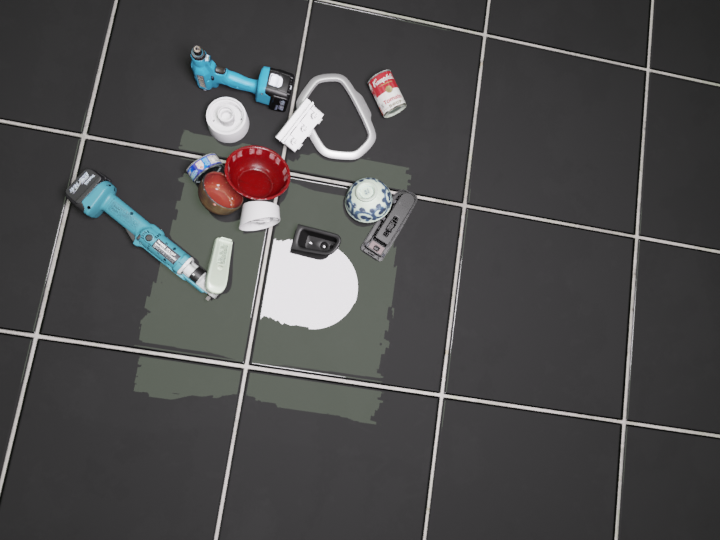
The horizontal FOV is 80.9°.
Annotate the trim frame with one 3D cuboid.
[{"bbox_3d":[-0.062,-0.406,1.121,0.183,0.027,0.250,-27,85,-7],"label":"trim frame"}]

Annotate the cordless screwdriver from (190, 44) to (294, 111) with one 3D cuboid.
[{"bbox_3d":[-0.290,-0.476,1.039,0.246,0.161,0.075,12,85,-8],"label":"cordless screwdriver"}]

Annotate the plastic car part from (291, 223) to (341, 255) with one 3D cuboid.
[{"bbox_3d":[-0.103,-0.068,1.056,0.119,0.069,0.066,13,84,11],"label":"plastic car part"}]

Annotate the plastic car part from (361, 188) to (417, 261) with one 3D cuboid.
[{"bbox_3d":[0.081,-0.127,1.087,0.067,0.066,0.203,31,79,2],"label":"plastic car part"}]

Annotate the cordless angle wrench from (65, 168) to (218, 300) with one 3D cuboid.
[{"bbox_3d":[-0.507,-0.076,1.022,0.421,0.075,0.098,40,82,-3],"label":"cordless angle wrench"}]
